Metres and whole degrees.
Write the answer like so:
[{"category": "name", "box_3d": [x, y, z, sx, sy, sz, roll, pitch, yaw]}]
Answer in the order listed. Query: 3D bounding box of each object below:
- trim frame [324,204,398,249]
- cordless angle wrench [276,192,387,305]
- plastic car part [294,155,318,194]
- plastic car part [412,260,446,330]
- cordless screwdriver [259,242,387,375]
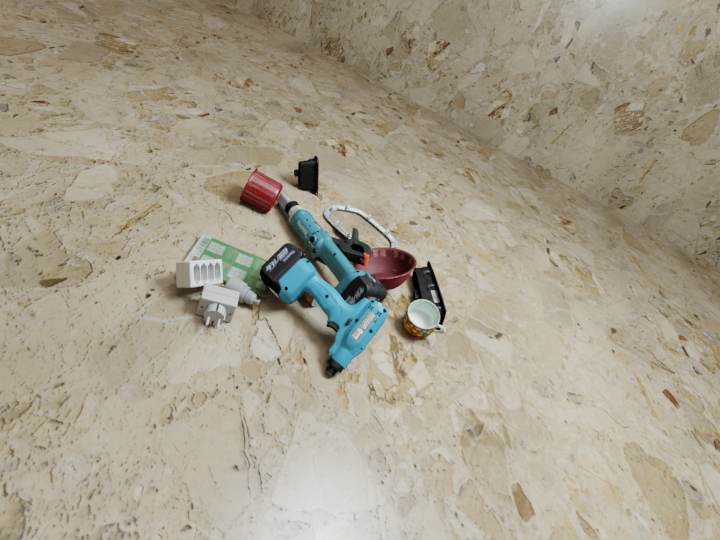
[{"category": "trim frame", "box_3d": [0.006, -0.114, 1.197, 0.258, 0.027, 0.178, 44, 39, 21]}, {"category": "cordless angle wrench", "box_3d": [-0.099, -0.064, 1.008, 0.070, 0.098, 0.446, 17, 27, -48]}, {"category": "plastic car part", "box_3d": [-0.161, -0.284, 1.248, 0.070, 0.113, 0.069, -10, 45, -12]}, {"category": "plastic car part", "box_3d": [0.164, 0.055, 1.055, 0.067, 0.064, 0.208, -1, 38, 3]}, {"category": "cordless screwdriver", "box_3d": [-0.090, 0.071, 0.816, 0.256, 0.072, 0.158, 35, 74, 15]}]
